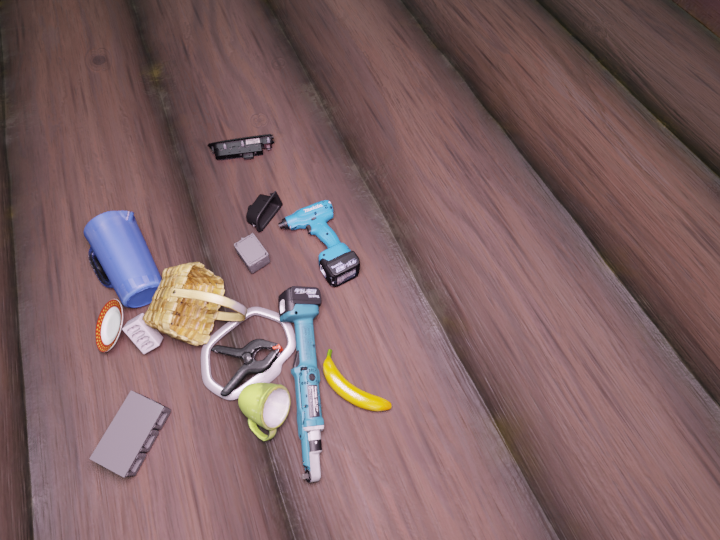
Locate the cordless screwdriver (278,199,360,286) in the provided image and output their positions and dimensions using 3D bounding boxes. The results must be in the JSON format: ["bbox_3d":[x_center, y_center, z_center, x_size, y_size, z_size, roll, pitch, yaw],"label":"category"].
[{"bbox_3d":[-0.112,-0.073,1.146,0.157,0.072,0.259,-22,62,-11],"label":"cordless screwdriver"}]

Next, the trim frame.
[{"bbox_3d":[-0.275,0.198,1.034,0.245,0.027,0.191,-39,68,-19],"label":"trim frame"}]

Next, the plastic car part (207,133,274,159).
[{"bbox_3d":[-0.368,-0.377,1.311,0.202,0.067,0.067,-4,90,-4],"label":"plastic car part"}]

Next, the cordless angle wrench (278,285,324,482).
[{"bbox_3d":[-0.125,0.249,0.977,0.094,0.075,0.434,5,64,-30],"label":"cordless angle wrench"}]

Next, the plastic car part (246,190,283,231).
[{"bbox_3d":[-0.286,-0.174,1.209,0.074,0.063,0.116,25,68,26],"label":"plastic car part"}]
